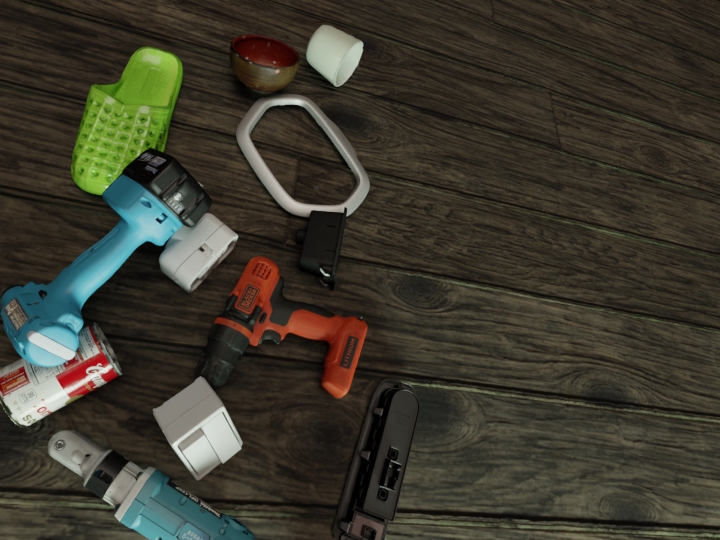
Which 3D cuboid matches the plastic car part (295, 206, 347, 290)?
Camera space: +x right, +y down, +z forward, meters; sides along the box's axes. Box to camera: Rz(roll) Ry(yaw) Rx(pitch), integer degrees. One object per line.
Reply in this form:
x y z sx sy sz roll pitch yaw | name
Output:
-0.060 -0.040 0.618 0.071 0.065 0.119 7 63 -2 | plastic car part

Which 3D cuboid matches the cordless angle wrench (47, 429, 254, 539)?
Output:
-0.140 0.286 0.434 0.424 0.097 0.074 32 66 1 | cordless angle wrench

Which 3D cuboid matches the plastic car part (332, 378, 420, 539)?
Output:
0.029 0.231 0.526 0.066 0.066 0.205 21 61 -3 | plastic car part

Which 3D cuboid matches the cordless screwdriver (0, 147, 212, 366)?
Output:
-0.297 -0.028 0.480 0.168 0.070 0.248 19 66 38 | cordless screwdriver

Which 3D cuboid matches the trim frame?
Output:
-0.090 -0.188 0.688 0.180 0.027 0.254 -32 78 -25 | trim frame
